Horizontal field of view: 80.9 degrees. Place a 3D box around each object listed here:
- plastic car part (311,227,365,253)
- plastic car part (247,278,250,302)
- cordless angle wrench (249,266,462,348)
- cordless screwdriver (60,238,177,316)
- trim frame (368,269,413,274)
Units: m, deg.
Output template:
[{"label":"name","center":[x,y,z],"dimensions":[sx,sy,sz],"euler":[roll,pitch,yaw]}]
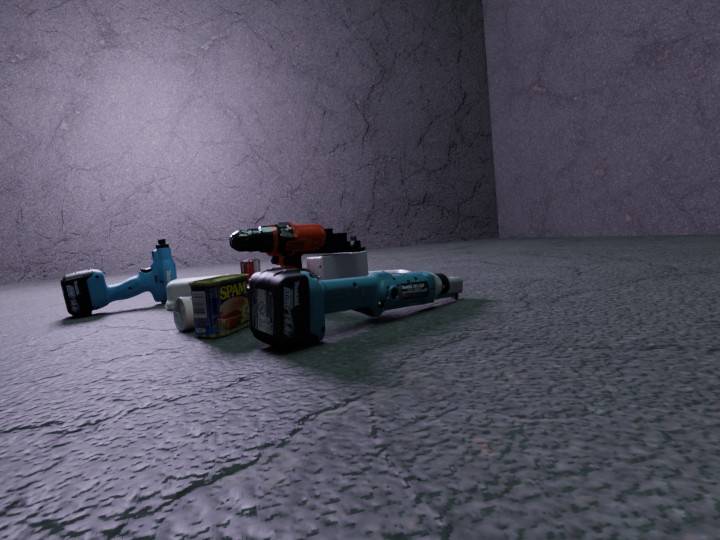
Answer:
[{"label":"plastic car part","center":[-0.096,-0.063,0.983],"dimensions":[0.209,0.066,0.065],"euler":[-6,10,19]},{"label":"plastic car part","center":[-0.185,0.049,0.767],"dimensions":[0.122,0.070,0.063],"euler":[3,6,38]},{"label":"cordless angle wrench","center":[0.031,0.035,0.652],"dimensions":[0.404,0.097,0.078],"euler":[-4,5,-41]},{"label":"cordless screwdriver","center":[-0.561,0.015,0.997],"dimensions":[0.239,0.158,0.078],"euler":[-10,5,-36]},{"label":"trim frame","center":[0.024,0.019,1.152],"dimensions":[0.252,0.027,0.182],"euler":[-6,6,8]}]
